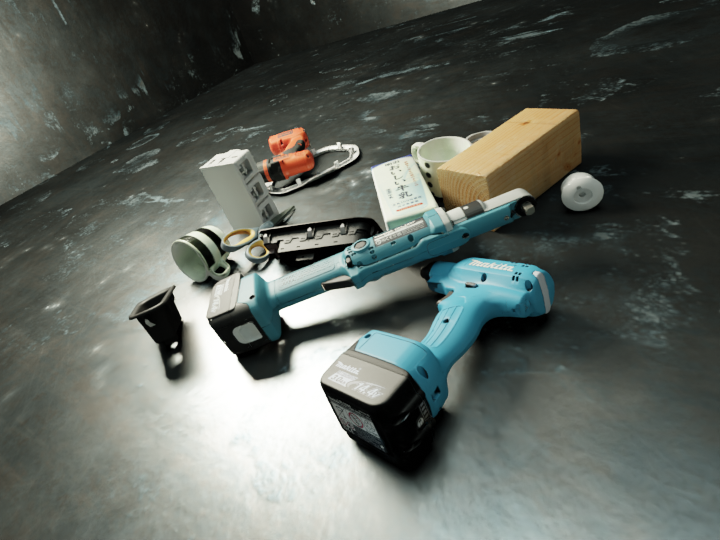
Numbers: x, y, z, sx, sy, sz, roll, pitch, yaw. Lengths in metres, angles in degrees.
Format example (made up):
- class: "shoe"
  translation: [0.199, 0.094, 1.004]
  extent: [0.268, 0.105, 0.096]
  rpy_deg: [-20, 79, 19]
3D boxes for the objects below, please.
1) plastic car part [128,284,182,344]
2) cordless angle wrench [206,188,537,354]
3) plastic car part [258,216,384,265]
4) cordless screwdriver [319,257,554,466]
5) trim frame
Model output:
- class: "plastic car part"
  translation: [-0.297, 0.074, 0.630]
  extent: [0.065, 0.069, 0.121]
  rpy_deg: [-29, 19, -11]
- class: "cordless angle wrench"
  translation: [0.008, -0.011, 0.541]
  extent: [0.427, 0.071, 0.101]
  rpy_deg: [-22, 33, 9]
- class: "plastic car part"
  translation: [-0.065, -0.043, 0.668]
  extent: [0.208, 0.063, 0.068]
  rpy_deg: [-9, 45, 19]
- class: "cordless screwdriver"
  translation: [0.065, 0.065, 0.442]
  extent: [0.244, 0.072, 0.167]
  rpy_deg: [-37, 27, -27]
- class: "trim frame"
  translation: [-0.120, -0.248, 1.008]
  extent: [0.247, 0.026, 0.193]
  rpy_deg: [-26, 35, -7]
